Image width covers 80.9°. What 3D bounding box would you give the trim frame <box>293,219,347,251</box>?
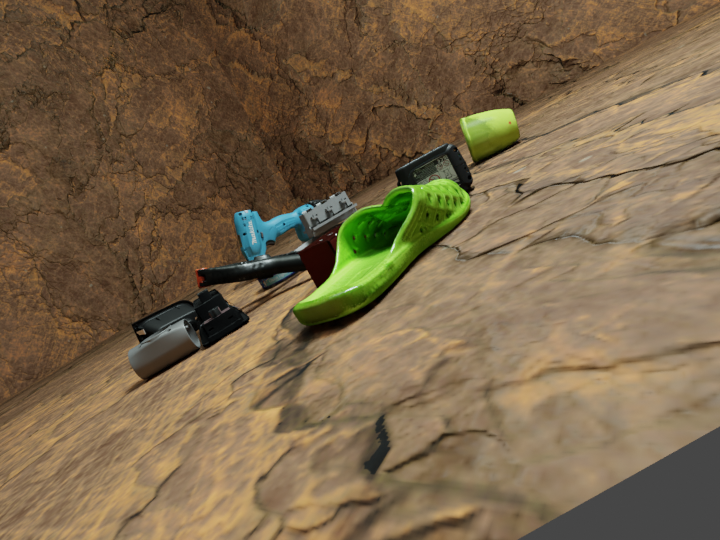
[{"bbox_3d":[-0.088,-0.058,0.904,0.189,0.027,0.247,-23,14,25],"label":"trim frame"}]

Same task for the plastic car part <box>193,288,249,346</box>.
[{"bbox_3d":[-0.218,0.060,0.621,0.066,0.066,0.208,-39,10,-17],"label":"plastic car part"}]

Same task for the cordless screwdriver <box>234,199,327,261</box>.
[{"bbox_3d":[-0.179,-0.085,1.041,0.240,0.159,0.077,-16,2,-32],"label":"cordless screwdriver"}]

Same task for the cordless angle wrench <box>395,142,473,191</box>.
[{"bbox_3d":[0.118,-0.172,0.792,0.099,0.073,0.423,-27,9,10],"label":"cordless angle wrench"}]

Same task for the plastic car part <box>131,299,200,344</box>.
[{"bbox_3d":[-0.307,0.093,0.709,0.074,0.064,0.114,3,27,46],"label":"plastic car part"}]
